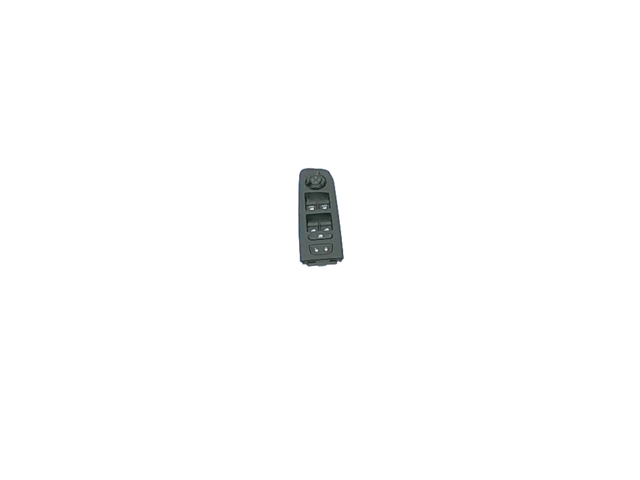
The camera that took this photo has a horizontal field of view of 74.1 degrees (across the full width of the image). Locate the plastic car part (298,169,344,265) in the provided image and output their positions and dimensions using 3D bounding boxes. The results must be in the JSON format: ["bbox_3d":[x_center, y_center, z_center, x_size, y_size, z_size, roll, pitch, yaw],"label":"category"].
[{"bbox_3d":[0.000,-0.037,0.713,0.066,0.202,0.067,-9,-33,6],"label":"plastic car part"}]
